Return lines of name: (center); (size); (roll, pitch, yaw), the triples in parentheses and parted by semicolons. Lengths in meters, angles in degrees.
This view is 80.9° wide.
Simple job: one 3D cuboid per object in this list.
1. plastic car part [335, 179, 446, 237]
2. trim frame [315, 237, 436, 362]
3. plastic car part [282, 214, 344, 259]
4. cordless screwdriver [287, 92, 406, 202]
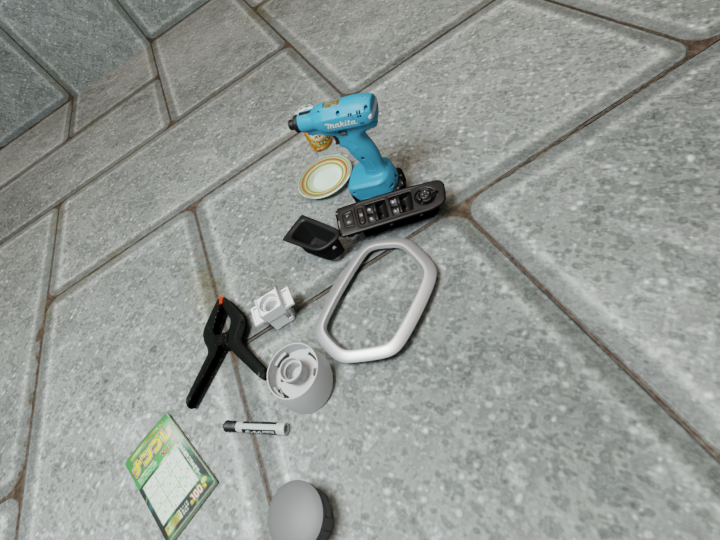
plastic car part: (0.060, -0.104, 0.778); (0.207, 0.063, 0.069); (-18, 51, 16)
trim frame: (0.023, 0.044, 0.718); (0.194, 0.026, 0.249); (14, 66, 35)
plastic car part: (-0.079, -0.052, 0.812); (0.123, 0.067, 0.066); (24, 70, 37)
cordless screwdriver: (-0.016, -0.206, 0.775); (0.165, 0.235, 0.075); (-1, 57, 26)
